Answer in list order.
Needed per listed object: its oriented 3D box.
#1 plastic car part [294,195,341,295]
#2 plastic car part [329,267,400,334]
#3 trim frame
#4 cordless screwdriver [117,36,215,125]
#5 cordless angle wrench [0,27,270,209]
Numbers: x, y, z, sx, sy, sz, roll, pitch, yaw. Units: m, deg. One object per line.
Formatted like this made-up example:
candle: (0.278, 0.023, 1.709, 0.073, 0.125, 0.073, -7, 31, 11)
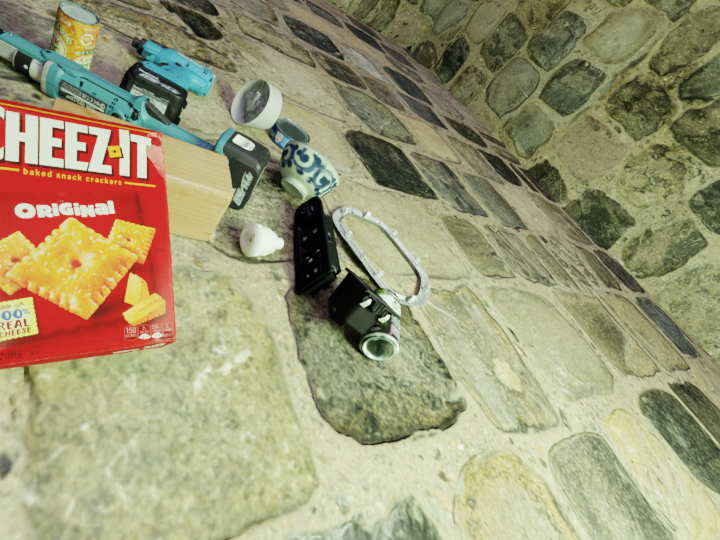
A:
plastic car part: (-0.065, -0.043, 0.669, 0.063, 0.067, 0.211, 28, 32, -36)
plastic car part: (-0.008, 0.048, 0.594, 0.063, 0.071, 0.121, 41, -2, -25)
trim frame: (0.044, -0.034, 0.800, 0.176, 0.028, 0.258, -9, 57, -48)
cordless screwdriver: (-0.356, -0.338, 0.739, 0.154, 0.074, 0.257, 25, 31, -21)
cordless angle wrench: (-0.339, -0.230, 0.615, 0.415, 0.098, 0.076, 28, 35, -9)
